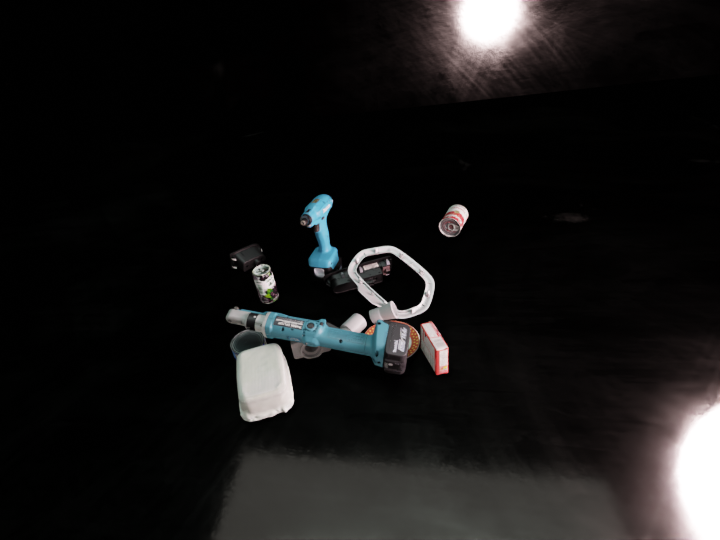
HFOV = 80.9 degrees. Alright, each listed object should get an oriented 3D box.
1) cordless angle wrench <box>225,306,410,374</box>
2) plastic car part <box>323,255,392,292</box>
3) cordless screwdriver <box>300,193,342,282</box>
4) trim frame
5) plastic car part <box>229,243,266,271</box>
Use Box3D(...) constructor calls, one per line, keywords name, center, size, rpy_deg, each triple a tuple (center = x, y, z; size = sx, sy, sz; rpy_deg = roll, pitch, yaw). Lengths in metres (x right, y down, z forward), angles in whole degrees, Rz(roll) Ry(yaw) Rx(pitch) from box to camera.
Box3D(name="cordless angle wrench", center=(-0.107, 0.138, 0.948), size=(0.433, 0.072, 0.099), rpy_deg=(8, 46, 14))
Box3D(name="plastic car part", center=(-0.003, 0.020, 1.197), size=(0.202, 0.064, 0.070), rpy_deg=(-12, 58, -5))
Box3D(name="cordless screwdriver", center=(-0.117, -0.076, 1.195), size=(0.077, 0.241, 0.159), rpy_deg=(4, 29, 18))
Box3D(name="trim frame", center=(0.081, 0.023, 1.129), size=(0.182, 0.026, 0.261), rpy_deg=(-36, 59, -19))
Box3D(name="plastic car part", center=(-0.358, -0.037, 1.377), size=(0.113, 0.064, 0.075), rpy_deg=(-28, 52, -31))
